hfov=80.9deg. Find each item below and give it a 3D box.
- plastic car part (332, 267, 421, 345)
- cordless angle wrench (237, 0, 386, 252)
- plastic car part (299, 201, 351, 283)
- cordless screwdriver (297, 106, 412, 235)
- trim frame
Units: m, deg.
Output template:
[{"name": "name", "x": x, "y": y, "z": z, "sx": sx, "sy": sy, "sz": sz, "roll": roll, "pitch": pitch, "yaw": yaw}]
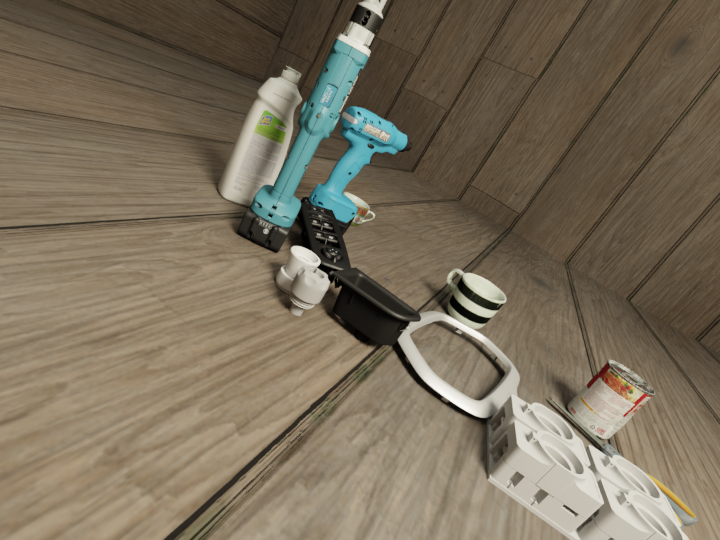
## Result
[{"name": "plastic car part", "x": 0.010, "y": 0.056, "z": 0.553, "sx": 0.122, "sy": 0.071, "sz": 0.063, "roll": 38, "pitch": 22, "yaw": 23}, {"name": "cordless angle wrench", "x": -0.061, "y": -0.225, "z": 0.622, "sx": 0.073, "sy": 0.422, "sz": 0.100, "roll": 27, "pitch": 20, "yaw": -10}, {"name": "plastic car part", "x": -0.068, "y": -0.044, "z": 0.694, "sx": 0.064, "sy": 0.067, "sz": 0.212, "roll": 20, "pitch": 22, "yaw": -25}, {"name": "cordless screwdriver", "x": -0.011, "y": -0.177, "z": 0.820, "sx": 0.151, "sy": 0.248, "sz": 0.078, "roll": 14, "pitch": 26, "yaw": -37}, {"name": "trim frame", "x": 0.146, "y": 0.129, "z": 0.614, "sx": 0.193, "sy": 0.027, "sz": 0.238, "roll": 39, "pitch": 23, "yaw": 25}]
